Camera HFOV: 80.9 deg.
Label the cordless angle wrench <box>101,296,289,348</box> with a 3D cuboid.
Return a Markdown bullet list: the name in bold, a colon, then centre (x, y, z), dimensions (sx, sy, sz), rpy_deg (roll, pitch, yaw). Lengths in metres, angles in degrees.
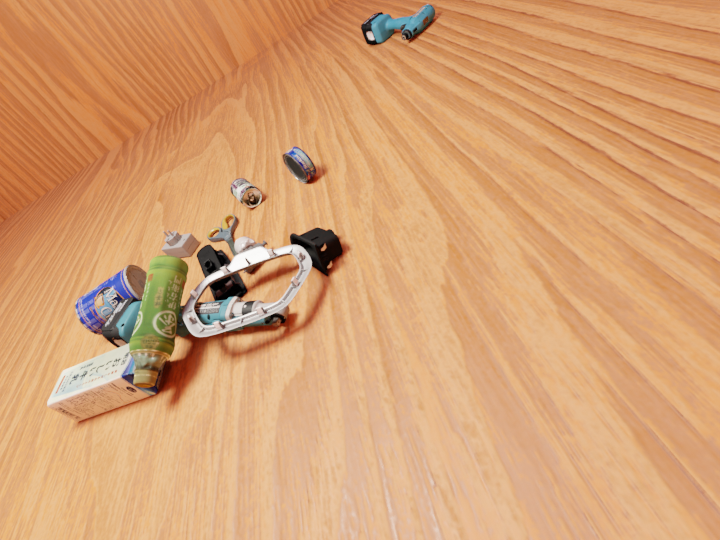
- **cordless angle wrench**: centre (-0.309, 0.089, 0.785), dimensions (0.439, 0.070, 0.099), rpy_deg (-8, 45, 28)

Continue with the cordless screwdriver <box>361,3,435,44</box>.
- **cordless screwdriver**: centre (0.108, -0.809, 1.415), dimensions (0.263, 0.070, 0.158), rpy_deg (20, 63, 43)

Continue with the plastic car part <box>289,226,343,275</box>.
- **plastic car part**: centre (-0.075, -0.049, 0.767), dimensions (0.070, 0.063, 0.123), rpy_deg (-30, 32, -19)

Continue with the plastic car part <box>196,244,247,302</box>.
- **plastic car part**: centre (-0.302, 0.002, 0.878), dimensions (0.066, 0.063, 0.214), rpy_deg (-45, 36, -2)

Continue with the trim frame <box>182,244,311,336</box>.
- **trim frame**: centre (-0.198, 0.026, 0.722), dimensions (0.252, 0.026, 0.190), rpy_deg (-21, 37, 11)
